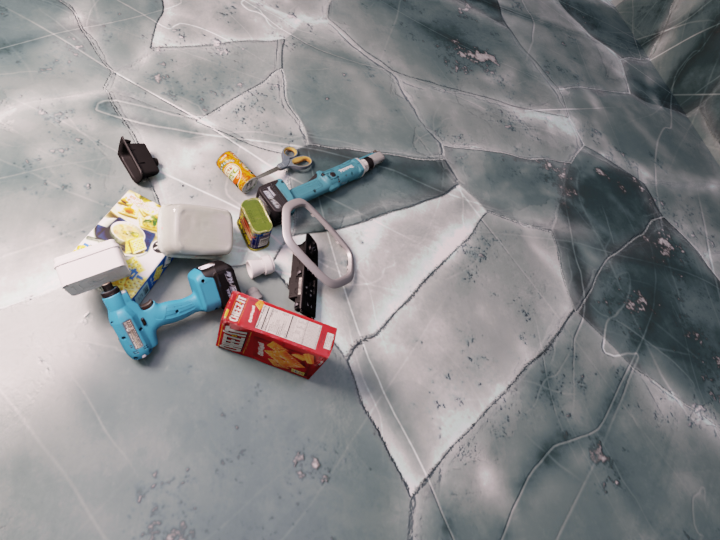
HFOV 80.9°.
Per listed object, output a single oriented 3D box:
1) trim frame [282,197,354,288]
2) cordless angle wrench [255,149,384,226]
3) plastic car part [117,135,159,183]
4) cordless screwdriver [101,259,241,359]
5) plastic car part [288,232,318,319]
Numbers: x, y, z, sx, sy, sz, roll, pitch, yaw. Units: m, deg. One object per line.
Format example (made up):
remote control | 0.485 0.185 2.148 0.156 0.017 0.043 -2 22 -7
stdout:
trim frame | -0.098 -0.064 1.002 0.241 0.028 0.186 44 39 -18
cordless angle wrench | -0.085 -0.244 1.141 0.413 0.074 0.100 -31 76 -31
plastic car part | -0.533 -0.266 1.031 0.069 0.066 0.119 -27 76 -43
cordless screwdriver | -0.375 0.050 0.849 0.243 0.078 0.155 -30 112 -28
plastic car part | -0.133 0.012 0.987 0.062 0.069 0.207 37 48 -46
